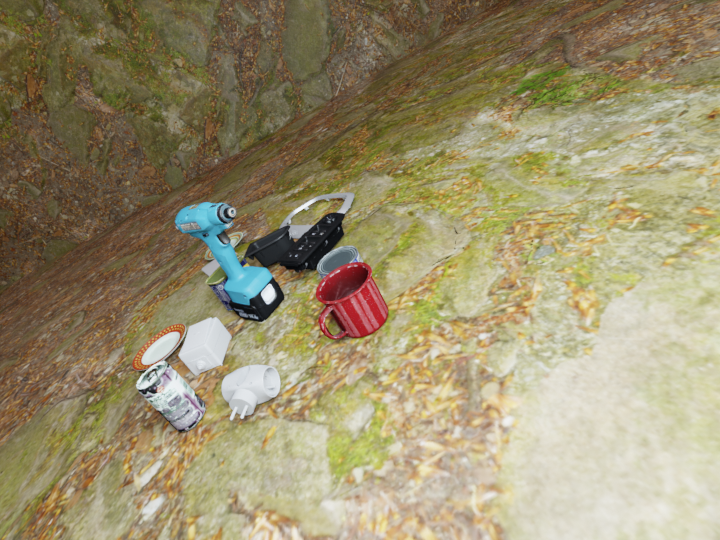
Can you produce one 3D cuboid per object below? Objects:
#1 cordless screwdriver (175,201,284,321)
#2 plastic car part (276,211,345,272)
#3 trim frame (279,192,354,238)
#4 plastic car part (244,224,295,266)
[{"bbox_3d":[-0.226,-0.018,0.778,0.167,0.239,0.074,-2,36,43],"label":"cordless screwdriver"},{"bbox_3d":[-0.087,-0.057,0.894,0.069,0.064,0.202,-7,36,38],"label":"plastic car part"},{"bbox_3d":[-0.117,-0.147,1.104,0.261,0.026,0.182,9,47,49],"label":"trim frame"},{"bbox_3d":[-0.199,-0.047,0.978,0.118,0.068,0.067,-22,27,14],"label":"plastic car part"}]
